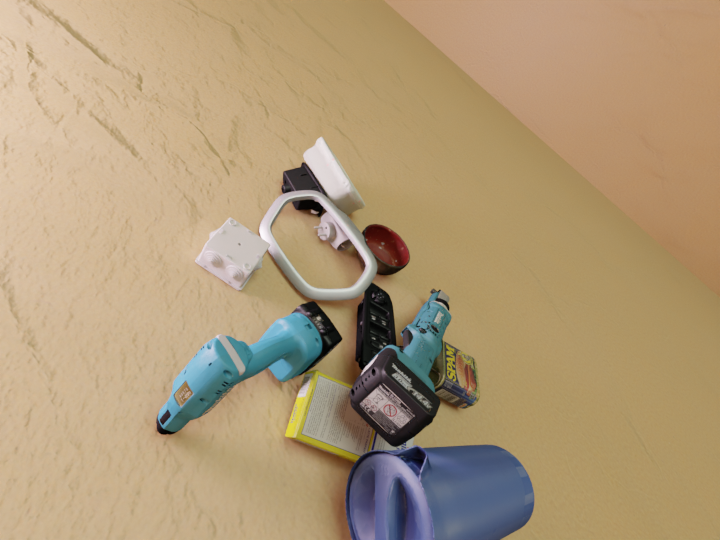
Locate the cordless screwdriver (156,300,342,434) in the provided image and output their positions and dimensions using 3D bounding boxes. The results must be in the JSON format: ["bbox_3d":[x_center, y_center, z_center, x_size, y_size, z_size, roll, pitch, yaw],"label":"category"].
[{"bbox_3d":[-0.140,0.126,0.555,0.077,0.160,0.239,51,25,14],"label":"cordless screwdriver"}]

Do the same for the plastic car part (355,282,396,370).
[{"bbox_3d":[0.023,0.104,0.725,0.065,0.067,0.208,21,38,-12],"label":"plastic car part"}]

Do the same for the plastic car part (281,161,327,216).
[{"bbox_3d":[-0.128,-0.170,0.888,0.069,0.065,0.121,-17,61,-30],"label":"plastic car part"}]

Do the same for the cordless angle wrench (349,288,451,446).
[{"bbox_3d":[0.102,0.112,0.691,0.099,0.074,0.415,41,25,5],"label":"cordless angle wrench"}]

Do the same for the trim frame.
[{"bbox_3d":[-0.077,-0.051,0.791,0.180,0.027,0.257,-31,70,-25],"label":"trim frame"}]
